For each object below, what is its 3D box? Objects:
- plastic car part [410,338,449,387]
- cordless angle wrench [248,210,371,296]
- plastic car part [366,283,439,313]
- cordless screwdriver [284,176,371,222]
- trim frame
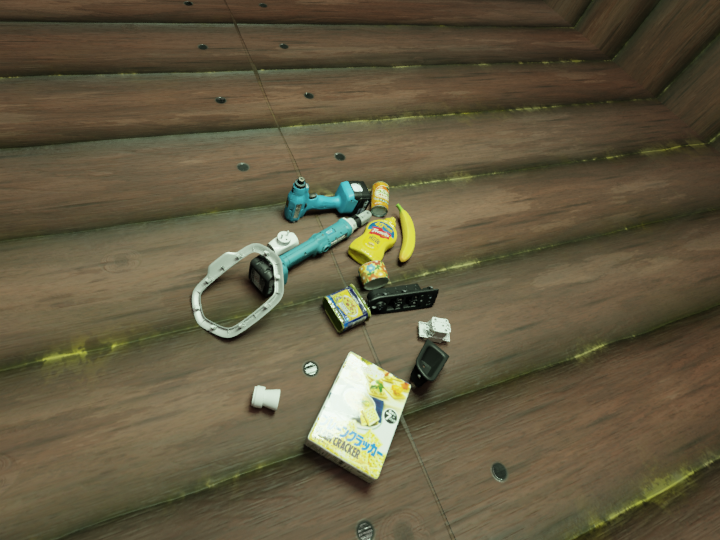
[{"bbox_3d":[0.152,0.232,1.007,0.068,0.070,0.114,37,39,11],"label":"plastic car part"},{"bbox_3d":[-0.113,-0.074,1.155,0.077,0.096,0.413,43,54,18],"label":"cordless angle wrench"},{"bbox_3d":[0.102,0.069,1.117,0.197,0.065,0.070,-10,50,-20],"label":"plastic car part"},{"bbox_3d":[-0.091,-0.215,1.216,0.241,0.157,0.077,-9,60,-22],"label":"cordless screwdriver"},{"bbox_3d":[-0.291,0.044,0.997,0.249,0.026,0.191,-38,69,3],"label":"trim frame"}]
